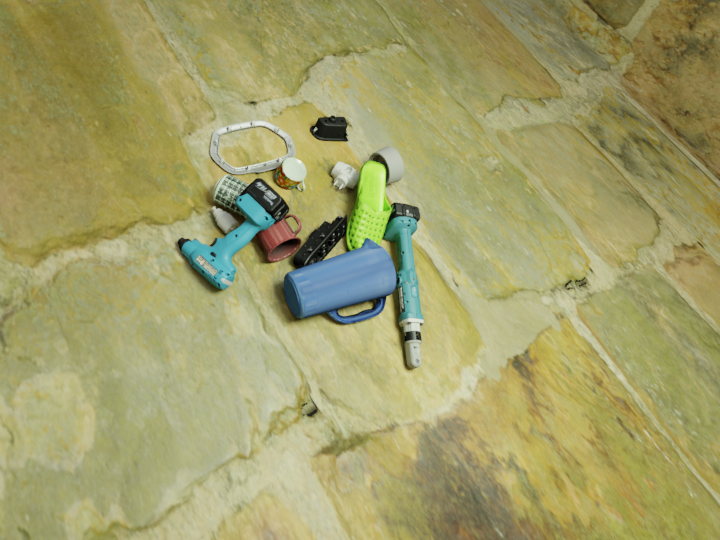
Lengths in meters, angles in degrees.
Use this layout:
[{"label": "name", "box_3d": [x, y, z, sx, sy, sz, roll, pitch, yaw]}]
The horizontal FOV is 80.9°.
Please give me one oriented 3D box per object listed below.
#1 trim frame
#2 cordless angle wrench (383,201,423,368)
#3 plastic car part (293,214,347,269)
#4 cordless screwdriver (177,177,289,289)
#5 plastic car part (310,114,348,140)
[{"label": "trim frame", "box_3d": [-0.296, -0.344, 1.174, 0.241, 0.027, 0.189, -22, 71, -31]}, {"label": "cordless angle wrench", "box_3d": [0.116, 0.029, 1.062, 0.072, 0.099, 0.434, 9, 61, -22]}, {"label": "plastic car part", "box_3d": [-0.103, -0.068, 1.056, 0.069, 0.065, 0.202, 25, 53, 10]}, {"label": "cordless screwdriver", "box_3d": [-0.288, -0.098, 0.950, 0.164, 0.072, 0.248, 37, 85, 16]}, {"label": "plastic car part", "box_3d": [-0.086, -0.436, 1.276, 0.112, 0.071, 0.068, -6, 64, -27]}]
